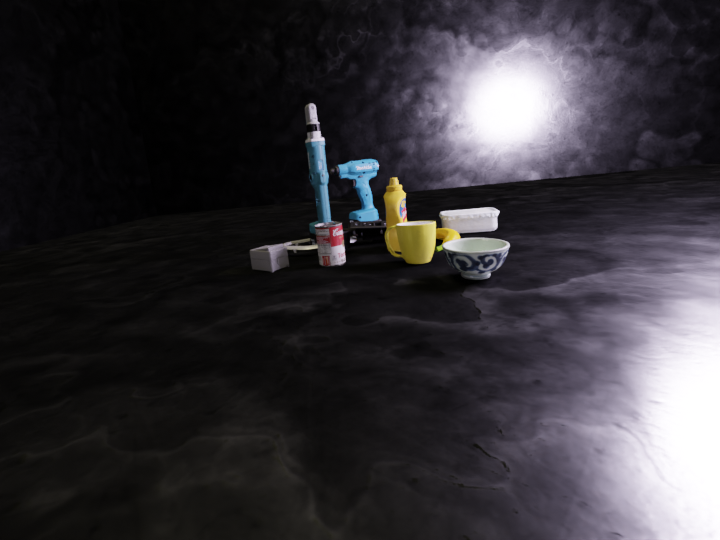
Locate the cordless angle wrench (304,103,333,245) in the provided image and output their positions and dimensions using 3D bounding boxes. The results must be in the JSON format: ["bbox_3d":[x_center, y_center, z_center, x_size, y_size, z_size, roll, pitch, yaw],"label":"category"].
[{"bbox_3d":[-0.124,-0.277,1.255,0.072,0.417,0.102,-11,12,-25],"label":"cordless angle wrench"}]

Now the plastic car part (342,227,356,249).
[{"bbox_3d":[-0.063,-0.075,1.144,0.069,0.070,0.113,0,15,27],"label":"plastic car part"}]

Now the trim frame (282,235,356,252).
[{"bbox_3d":[-0.126,-0.082,1.286,0.241,0.027,0.193,-14,16,-27],"label":"trim frame"}]

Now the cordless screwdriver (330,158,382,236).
[{"bbox_3d":[-0.012,-0.234,1.386,0.155,0.245,0.077,-10,11,-18],"label":"cordless screwdriver"}]

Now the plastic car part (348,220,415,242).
[{"bbox_3d":[0.068,-0.118,1.259,0.205,0.066,0.066,-5,12,7],"label":"plastic car part"}]
